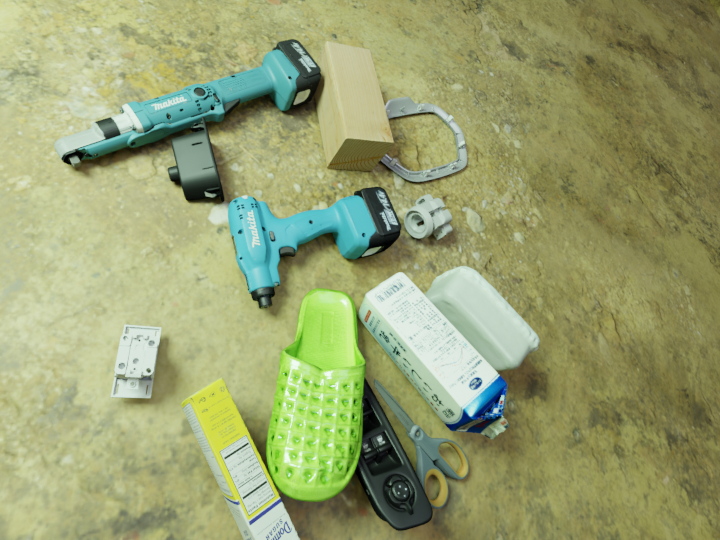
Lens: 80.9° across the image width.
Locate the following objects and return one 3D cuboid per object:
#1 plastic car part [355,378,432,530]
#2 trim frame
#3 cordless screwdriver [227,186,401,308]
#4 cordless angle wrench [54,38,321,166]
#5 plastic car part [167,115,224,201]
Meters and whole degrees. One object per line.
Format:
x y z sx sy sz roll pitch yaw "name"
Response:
0.005 0.213 0.517 0.064 0.066 0.214 -7 45 -35 "plastic car part"
0.116 -0.263 0.835 0.241 0.028 0.188 -21 74 -28 "trim frame"
-0.061 -0.040 0.625 0.241 0.075 0.163 -9 71 -23 "cordless screwdriver"
-0.248 -0.256 0.653 0.414 0.075 0.099 -34 84 -30 "cordless angle wrench"
-0.243 -0.152 0.613 0.070 0.066 0.119 -11 74 -13 "plastic car part"
